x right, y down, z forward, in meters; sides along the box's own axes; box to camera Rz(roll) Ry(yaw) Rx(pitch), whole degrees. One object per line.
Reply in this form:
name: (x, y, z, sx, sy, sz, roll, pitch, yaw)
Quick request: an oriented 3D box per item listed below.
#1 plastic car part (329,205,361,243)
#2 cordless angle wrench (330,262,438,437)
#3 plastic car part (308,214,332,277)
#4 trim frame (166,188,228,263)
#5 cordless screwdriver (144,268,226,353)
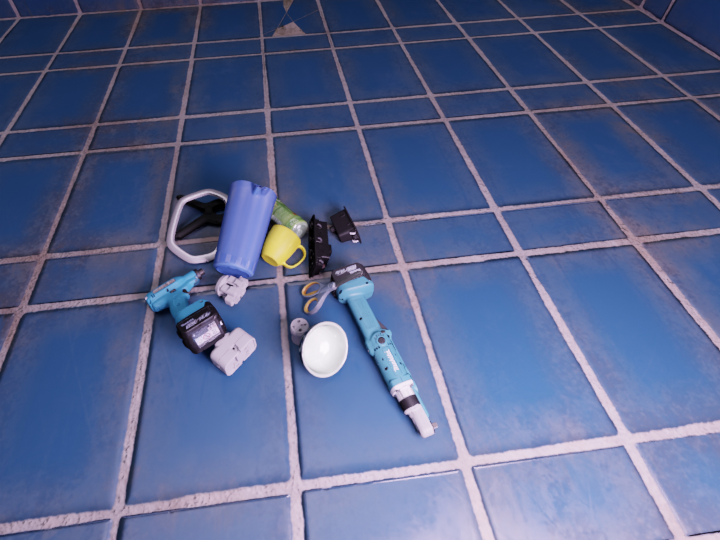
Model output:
plastic car part: (-0.052, -0.124, 1.219, 0.071, 0.063, 0.122, -26, 51, -3)
cordless angle wrench: (0.046, 0.169, 0.965, 0.096, 0.072, 0.443, -18, 55, -14)
plastic car part: (-0.115, -0.075, 1.173, 0.066, 0.065, 0.211, 0, 50, -14)
trim frame: (-0.457, -0.132, 1.220, 0.184, 0.027, 0.254, 3, 61, -1)
cordless screwdriver: (-0.403, 0.081, 1.018, 0.156, 0.071, 0.263, -37, 43, -26)
